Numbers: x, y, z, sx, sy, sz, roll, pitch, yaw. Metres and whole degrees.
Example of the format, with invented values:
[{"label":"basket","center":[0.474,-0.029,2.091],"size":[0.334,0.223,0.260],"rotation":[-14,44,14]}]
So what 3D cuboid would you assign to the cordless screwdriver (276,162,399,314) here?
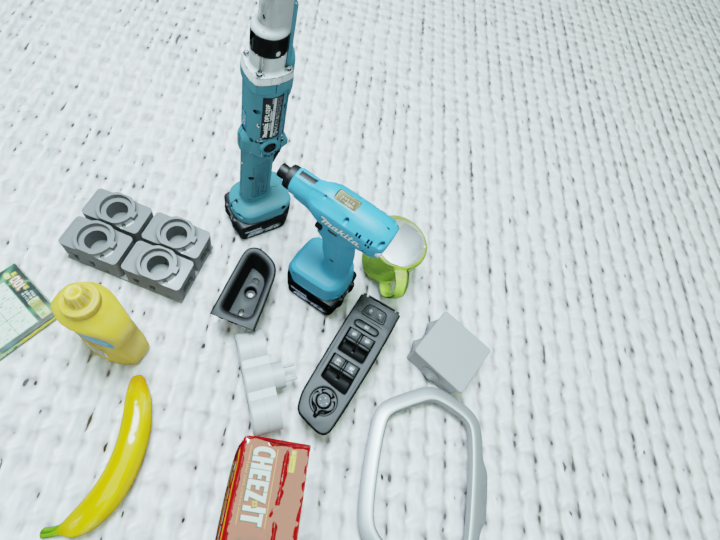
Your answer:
[{"label":"cordless screwdriver","center":[-0.057,-0.037,0.585],"size":[0.161,0.247,0.074],"rotation":[36,61,4]}]

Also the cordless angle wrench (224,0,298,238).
[{"label":"cordless angle wrench","center":[-0.126,-0.177,0.545],"size":[0.096,0.420,0.076],"rotation":[-22,74,-24]}]

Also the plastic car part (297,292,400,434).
[{"label":"plastic car part","center":[-0.023,0.133,0.607],"size":[0.067,0.066,0.202],"rotation":[32,62,3]}]

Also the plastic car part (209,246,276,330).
[{"label":"plastic car part","center":[-0.166,0.032,0.628],"size":[0.066,0.070,0.118],"rotation":[21,61,-4]}]

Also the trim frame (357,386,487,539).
[{"label":"trim frame","center":[0.090,0.286,0.573],"size":[0.183,0.027,0.253],"rotation":[13,61,-4]}]
